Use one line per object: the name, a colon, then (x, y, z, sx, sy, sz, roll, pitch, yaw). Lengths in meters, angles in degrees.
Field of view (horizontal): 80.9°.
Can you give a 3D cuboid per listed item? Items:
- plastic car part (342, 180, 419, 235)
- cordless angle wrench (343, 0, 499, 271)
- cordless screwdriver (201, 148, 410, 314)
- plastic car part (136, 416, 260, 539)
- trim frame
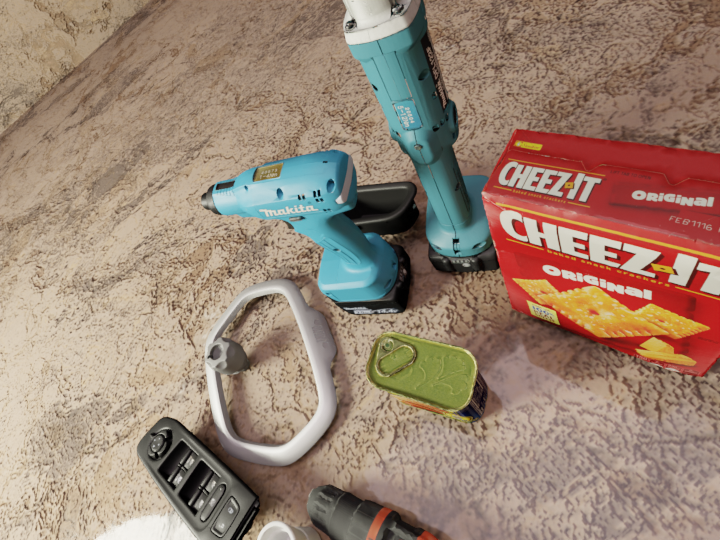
plastic car part: (0.025, -0.072, 0.559, 0.121, 0.067, 0.067, 0, 62, 28)
cordless angle wrench: (0.054, -0.127, 0.361, 0.077, 0.400, 0.099, -2, 61, 26)
cordless screwdriver: (-0.045, -0.030, 0.463, 0.165, 0.235, 0.076, -3, 61, 26)
plastic car part: (-0.186, 0.238, 0.490, 0.214, 0.063, 0.066, 19, 72, 35)
trim frame: (-0.120, 0.121, 0.549, 0.185, 0.026, 0.261, -32, 52, 8)
